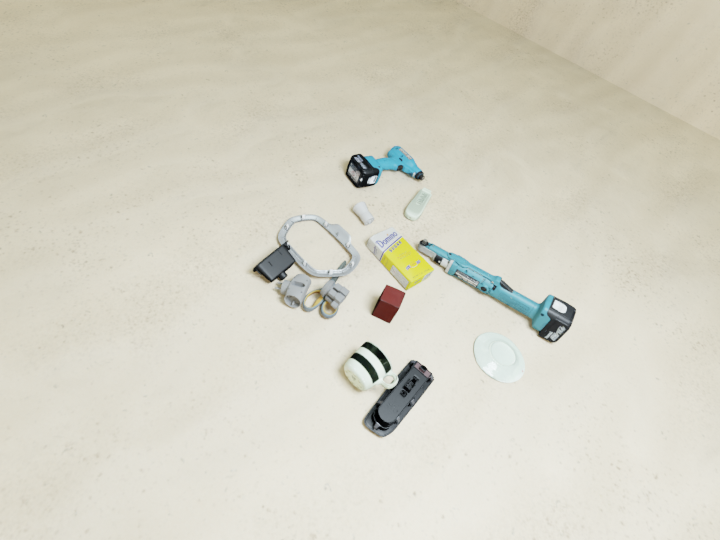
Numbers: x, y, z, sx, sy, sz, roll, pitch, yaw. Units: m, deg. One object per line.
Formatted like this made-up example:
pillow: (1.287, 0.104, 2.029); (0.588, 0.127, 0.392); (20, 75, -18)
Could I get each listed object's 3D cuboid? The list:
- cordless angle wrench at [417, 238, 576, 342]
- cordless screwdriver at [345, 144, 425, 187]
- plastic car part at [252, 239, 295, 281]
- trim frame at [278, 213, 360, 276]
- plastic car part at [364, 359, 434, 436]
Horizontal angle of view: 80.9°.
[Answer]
cordless angle wrench: (0.343, 0.034, 1.137); (0.438, 0.096, 0.073); (32, 50, 19)
cordless screwdriver: (0.085, -0.329, 1.384); (0.241, 0.073, 0.166); (-22, 60, -32)
plastic car part: (-0.210, -0.011, 1.069); (0.071, 0.066, 0.115); (42, 56, 1)
trim frame: (-0.112, -0.074, 1.150); (0.179, 0.027, 0.261); (-27, 56, -32)
plastic car part: (0.091, 0.268, 0.902); (0.068, 0.066, 0.200); (43, 57, 11)
